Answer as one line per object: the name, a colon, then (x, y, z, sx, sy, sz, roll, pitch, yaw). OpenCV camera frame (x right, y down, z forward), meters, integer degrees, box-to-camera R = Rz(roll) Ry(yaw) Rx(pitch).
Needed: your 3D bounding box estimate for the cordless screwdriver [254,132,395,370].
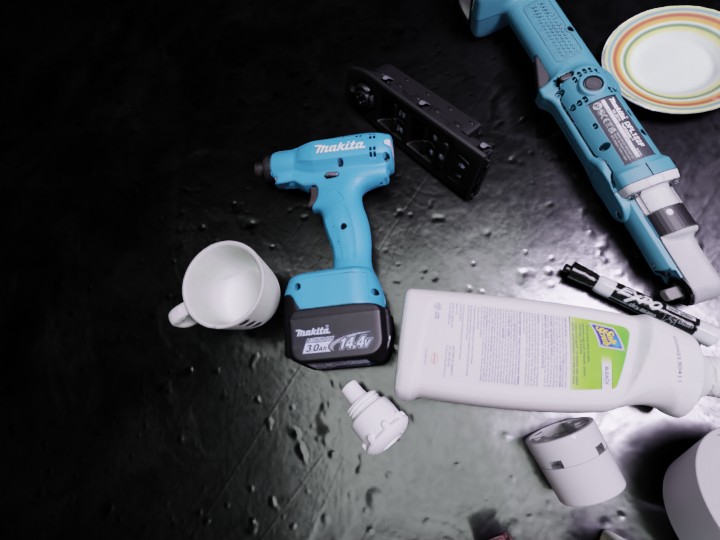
cordless screwdriver: (-0.043, -0.028, 0.438, 0.163, 0.071, 0.254, -5, 68, 13)

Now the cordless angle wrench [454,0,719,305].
cordless angle wrench: (0.218, -0.169, 0.419, 0.099, 0.072, 0.435, -21, 71, 6)

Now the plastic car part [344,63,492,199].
plastic car part: (0.063, -0.169, 0.461, 0.066, 0.064, 0.211, -43, 67, -13)
